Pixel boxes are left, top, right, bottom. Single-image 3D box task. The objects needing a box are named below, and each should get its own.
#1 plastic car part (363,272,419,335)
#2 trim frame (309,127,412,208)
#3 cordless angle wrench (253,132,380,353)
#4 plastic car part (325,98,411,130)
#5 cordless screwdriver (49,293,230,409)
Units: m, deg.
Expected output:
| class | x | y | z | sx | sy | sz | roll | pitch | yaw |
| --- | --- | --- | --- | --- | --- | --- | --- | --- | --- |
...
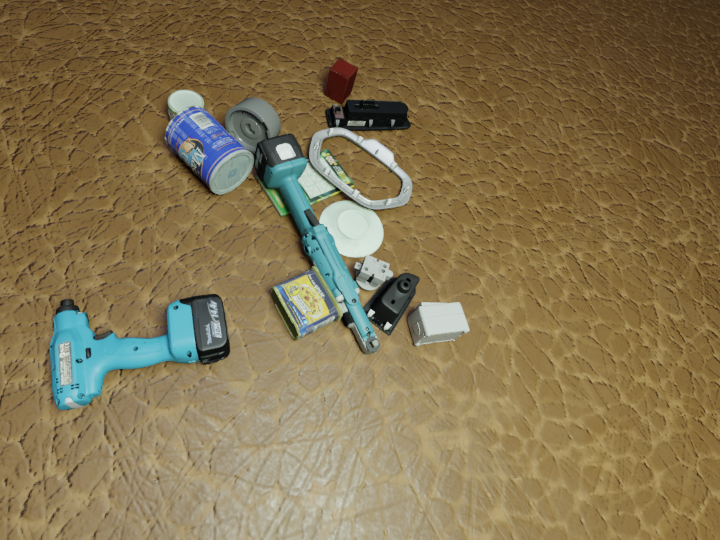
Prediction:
| class | x | y | z | sx | sy | sz | roll | pitch | yaw |
| --- | --- | --- | --- | --- | --- | --- | --- | --- | --- |
| plastic car part | 0.064 | 0.044 | 0.749 | 0.067 | 0.070 | 0.116 | 37 | 63 | 5 |
| trim frame | 0.002 | -0.223 | 0.900 | 0.254 | 0.027 | 0.182 | 38 | 51 | 10 |
| cordless angle wrench | -0.074 | -0.049 | 0.759 | 0.072 | 0.098 | 0.433 | -21 | 75 | -24 |
| plastic car part | 0.025 | -0.366 | 0.980 | 0.198 | 0.066 | 0.069 | -1 | 56 | -17 |
| cordless screwdriver | -0.329 | 0.092 | 0.637 | 0.244 | 0.073 | 0.165 | -15 | 66 | -16 |
